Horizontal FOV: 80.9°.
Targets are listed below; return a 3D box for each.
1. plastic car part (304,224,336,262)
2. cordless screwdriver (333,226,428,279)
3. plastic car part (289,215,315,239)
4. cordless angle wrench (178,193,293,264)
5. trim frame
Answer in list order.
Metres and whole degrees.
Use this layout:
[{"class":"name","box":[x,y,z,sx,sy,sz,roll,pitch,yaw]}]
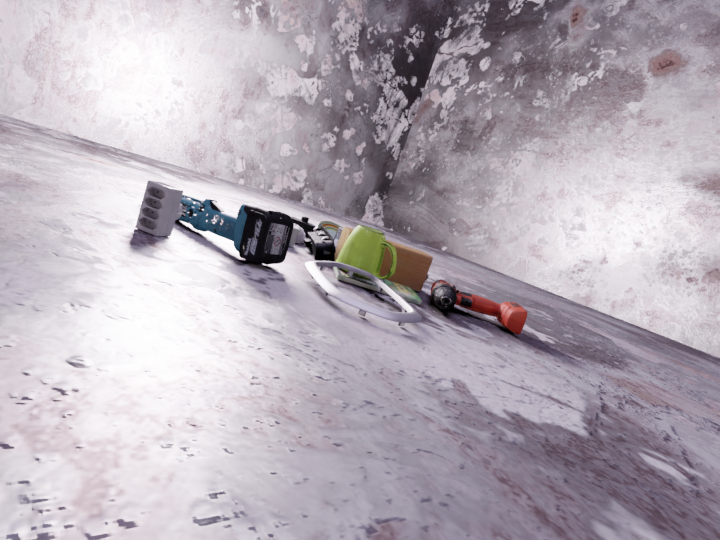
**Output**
[{"class":"plastic car part","box":[-0.101,-0.066,1.035,0.065,0.066,0.211,5,13,-19]},{"class":"cordless screwdriver","box":[0.052,-0.033,1.113,0.237,0.074,0.167,18,8,-29]},{"class":"plastic car part","box":[-0.171,-0.119,1.187,0.120,0.070,0.064,18,9,17]},{"class":"cordless angle wrench","box":[-0.314,-0.112,0.841,0.446,0.097,0.071,20,7,35]},{"class":"trim frame","box":[0.001,0.033,0.723,0.177,0.027,0.260,12,13,-26]}]
